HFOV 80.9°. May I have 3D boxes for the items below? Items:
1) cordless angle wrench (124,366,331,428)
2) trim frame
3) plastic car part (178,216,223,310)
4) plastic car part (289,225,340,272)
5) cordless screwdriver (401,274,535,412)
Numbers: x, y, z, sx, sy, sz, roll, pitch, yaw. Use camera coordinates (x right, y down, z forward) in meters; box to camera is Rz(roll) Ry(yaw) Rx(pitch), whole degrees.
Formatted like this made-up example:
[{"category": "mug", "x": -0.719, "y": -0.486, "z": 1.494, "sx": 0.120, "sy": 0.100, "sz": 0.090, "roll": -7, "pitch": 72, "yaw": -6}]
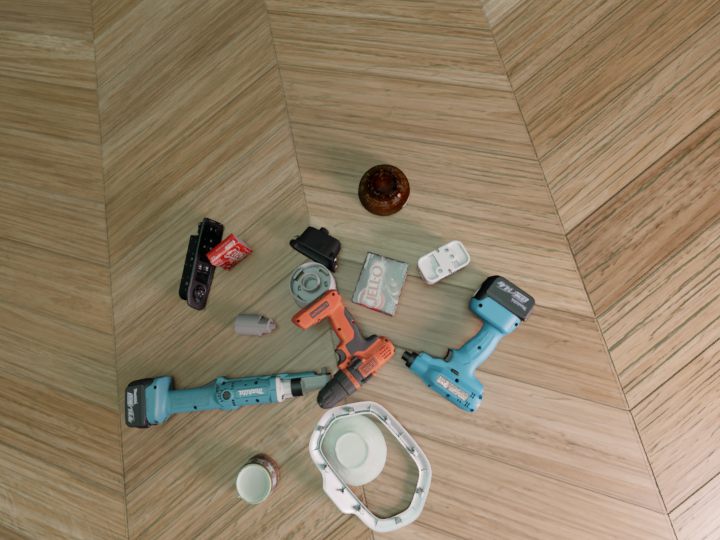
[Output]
[{"category": "cordless angle wrench", "x": -0.267, "y": 0.251, "z": 0.866, "sx": 0.427, "sy": 0.072, "sz": 0.099, "roll": -8, "pitch": 78, "yaw": 6}, {"category": "trim frame", "x": 0.018, "y": 0.363, "z": 0.787, "sx": 0.184, "sy": 0.027, "sz": 0.251, "roll": -41, "pitch": 85, "yaw": -2}, {"category": "plastic car part", "x": -0.365, "y": -0.015, "z": 0.946, "sx": 0.069, "sy": 0.063, "sz": 0.205, "roll": 1, "pitch": 78, "yaw": 18}, {"category": "plastic car part", "x": -0.089, "y": -0.058, "z": 0.909, "sx": 0.121, "sy": 0.064, "sz": 0.071, "roll": 32, "pitch": 70, "yaw": 17}, {"category": "cordless screwdriver", "x": 0.202, "y": 0.121, "z": 0.803, "sx": 0.164, "sy": 0.072, "sz": 0.249, "roll": 32, "pitch": 89, "yaw": 15}]
